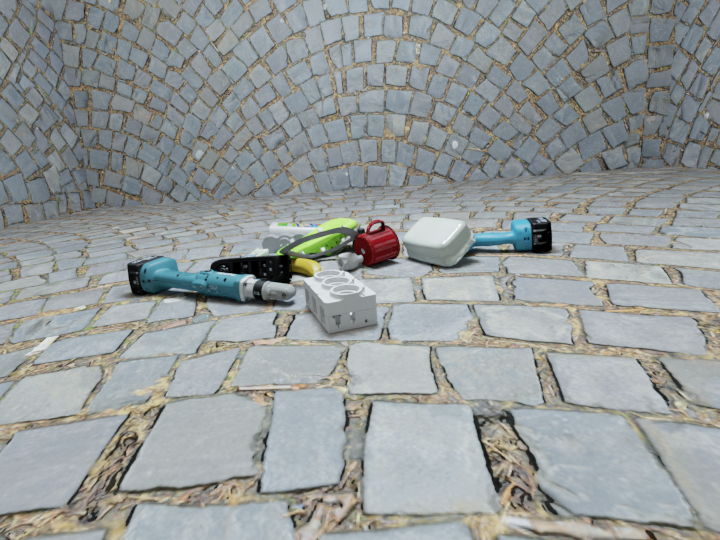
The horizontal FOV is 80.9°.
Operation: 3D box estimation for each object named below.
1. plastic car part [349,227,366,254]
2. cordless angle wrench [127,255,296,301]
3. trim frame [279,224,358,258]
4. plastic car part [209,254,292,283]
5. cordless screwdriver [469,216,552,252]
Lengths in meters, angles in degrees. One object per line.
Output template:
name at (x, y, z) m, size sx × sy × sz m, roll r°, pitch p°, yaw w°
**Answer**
plastic car part at (0.007, -0.081, 1.177) m, size 0.064 × 0.070 × 0.122 m, roll -9°, pitch 19°, yaw -24°
cordless angle wrench at (-0.330, 0.026, 0.923) m, size 0.440 × 0.073 × 0.096 m, roll 6°, pitch 18°, yaw 25°
trim frame at (-0.101, -0.066, 1.031) m, size 0.187 × 0.028 × 0.241 m, roll -22°, pitch -6°, yaw 14°
plastic car part at (-0.259, -0.002, 1.003) m, size 0.205 × 0.066 × 0.067 m, roll -3°, pitch 5°, yaw 6°
cordless screwdriver at (0.353, -0.090, 1.107) m, size 0.254 × 0.073 × 0.159 m, roll -6°, pitch 15°, yaw 11°
